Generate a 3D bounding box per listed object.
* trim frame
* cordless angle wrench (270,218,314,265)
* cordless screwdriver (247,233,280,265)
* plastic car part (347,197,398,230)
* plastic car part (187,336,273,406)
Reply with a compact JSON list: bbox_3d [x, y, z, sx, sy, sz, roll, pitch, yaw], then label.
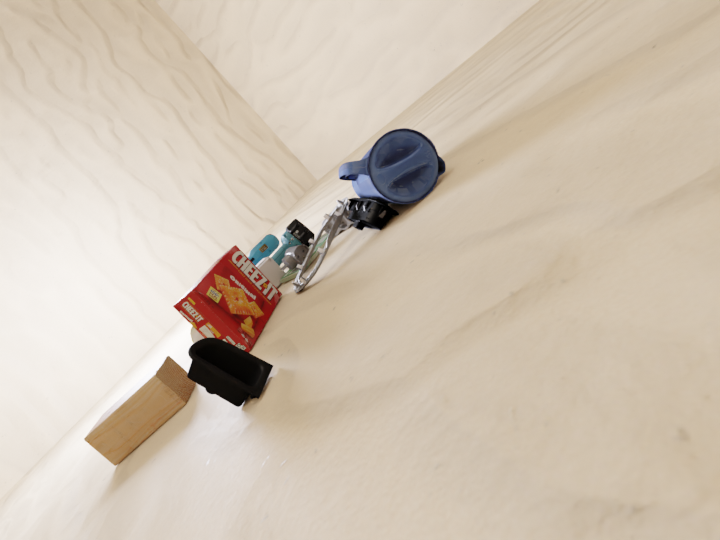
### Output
[{"bbox_3d":[-0.091,-0.060,0.931,0.187,0.027,0.250,-31,31,58],"label":"trim frame"},{"bbox_3d":[-0.292,0.038,1.187,0.422,0.075,0.097,-50,-3,-10],"label":"cordless angle wrench"},{"bbox_3d":[-0.345,-0.002,1.318,0.158,0.074,0.251,-53,5,-39],"label":"cordless screwdriver"},{"bbox_3d":[0.013,-0.114,0.860,0.067,0.064,0.208,-54,16,-6],"label":"plastic car part"},{"bbox_3d":[-0.196,0.151,0.605,0.066,0.116,0.070,-66,2,-64],"label":"plastic car part"}]
